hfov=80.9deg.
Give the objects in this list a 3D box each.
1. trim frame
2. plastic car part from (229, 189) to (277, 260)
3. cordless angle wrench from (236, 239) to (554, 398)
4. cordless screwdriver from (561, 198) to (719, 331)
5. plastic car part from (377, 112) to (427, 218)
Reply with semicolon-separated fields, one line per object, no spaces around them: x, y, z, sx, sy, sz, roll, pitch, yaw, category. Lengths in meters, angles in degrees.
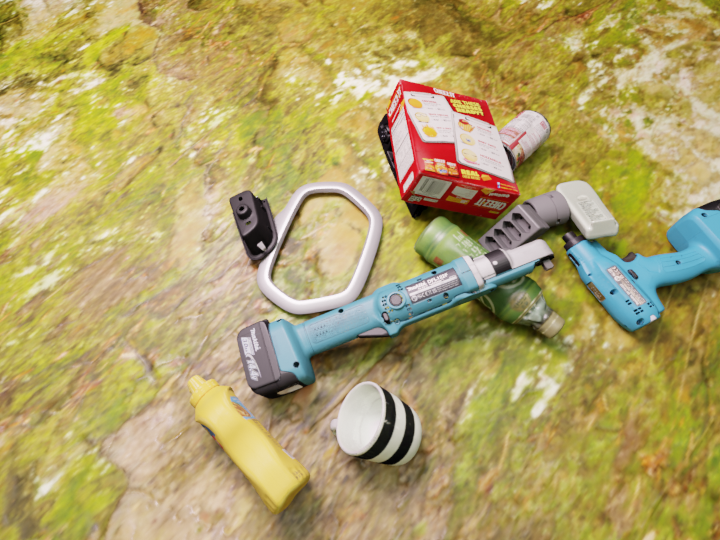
-0.067;-0.044;0.683;0.188;0.027;0.251;15;66;10;trim frame
-0.176;-0.082;0.674;0.066;0.067;0.122;-25;53;0;plastic car part
0.048;0.049;0.562;0.424;0.071;0.102;-22;65;3;cordless angle wrench
0.439;-0.032;0.616;0.247;0.072;0.166;-26;64;-5;cordless screwdriver
0.085;-0.193;0.728;0.066;0.065;0.211;-16;63;-14;plastic car part
